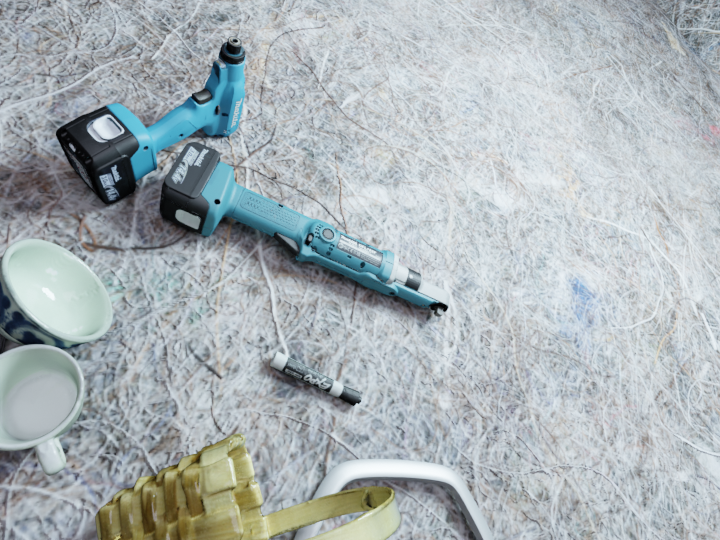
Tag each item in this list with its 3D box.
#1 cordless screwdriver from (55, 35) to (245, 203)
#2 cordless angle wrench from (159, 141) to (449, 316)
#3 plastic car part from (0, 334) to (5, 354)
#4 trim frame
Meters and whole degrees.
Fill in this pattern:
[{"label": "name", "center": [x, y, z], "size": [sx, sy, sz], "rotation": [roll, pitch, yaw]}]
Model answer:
[{"label": "cordless screwdriver", "center": [-0.247, -0.198, 0.540], "size": [0.075, 0.160, 0.245], "rotation": [46, 58, 1]}, {"label": "cordless angle wrench", "center": [-0.057, -0.037, 0.584], "size": [0.414, 0.075, 0.099], "rotation": [24, 57, -11]}, {"label": "plastic car part", "center": [-0.375, 0.115, 0.377], "size": [0.065, 0.066, 0.209], "rotation": [1, 60, -16]}, {"label": "trim frame", "center": [0.043, 0.308, 0.457], "size": [0.241, 0.028, 0.189], "rotation": [10, 58, -19]}]
